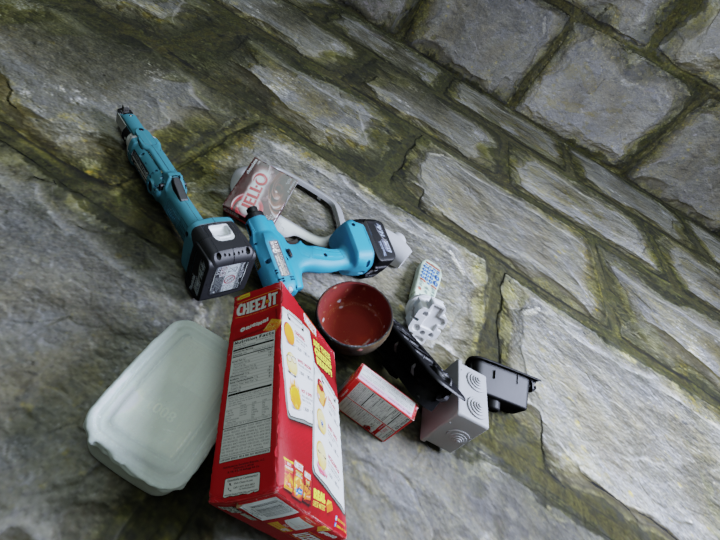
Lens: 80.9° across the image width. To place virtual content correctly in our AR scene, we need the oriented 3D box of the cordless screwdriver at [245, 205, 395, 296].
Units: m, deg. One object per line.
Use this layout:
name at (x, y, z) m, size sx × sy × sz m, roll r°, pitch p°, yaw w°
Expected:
cordless screwdriver at (-0.070, -0.045, 0.711) m, size 0.239 × 0.075 × 0.164 m, roll -11°, pitch 67°, yaw -37°

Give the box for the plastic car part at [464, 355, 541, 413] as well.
plastic car part at (0.219, 0.192, 0.677) m, size 0.115 × 0.066 × 0.072 m, roll 21°, pitch 54°, yaw -9°

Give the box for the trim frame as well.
trim frame at (-0.135, -0.129, 0.817) m, size 0.248 × 0.027 × 0.185 m, roll 31°, pitch 37°, yaw -3°

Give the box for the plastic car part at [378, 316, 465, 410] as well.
plastic car part at (0.067, 0.127, 0.599) m, size 0.063 × 0.067 × 0.212 m, roll 45°, pitch -3°, yaw -26°

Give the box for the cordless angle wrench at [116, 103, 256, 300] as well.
cordless angle wrench at (-0.307, -0.136, 0.671) m, size 0.071 × 0.097 × 0.443 m, roll -13°, pitch 51°, yaw -43°
